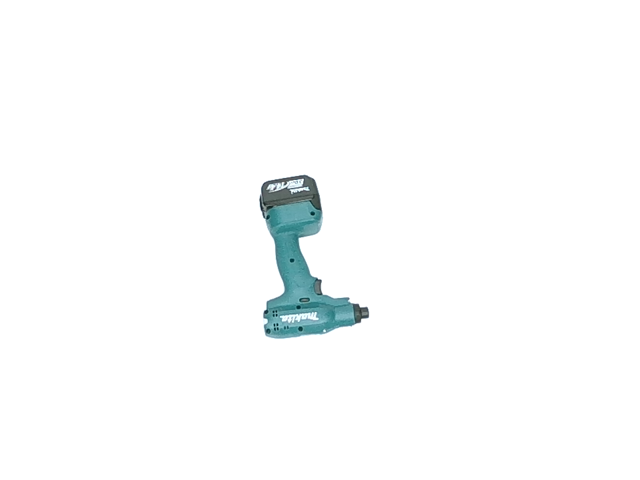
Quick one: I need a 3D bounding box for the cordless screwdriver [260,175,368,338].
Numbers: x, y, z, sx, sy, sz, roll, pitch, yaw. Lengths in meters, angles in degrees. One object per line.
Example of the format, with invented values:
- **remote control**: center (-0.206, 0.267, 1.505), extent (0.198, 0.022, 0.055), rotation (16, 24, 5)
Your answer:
- **cordless screwdriver**: center (-0.016, 0.025, 0.672), extent (0.159, 0.248, 0.074), rotation (-5, -17, -3)
